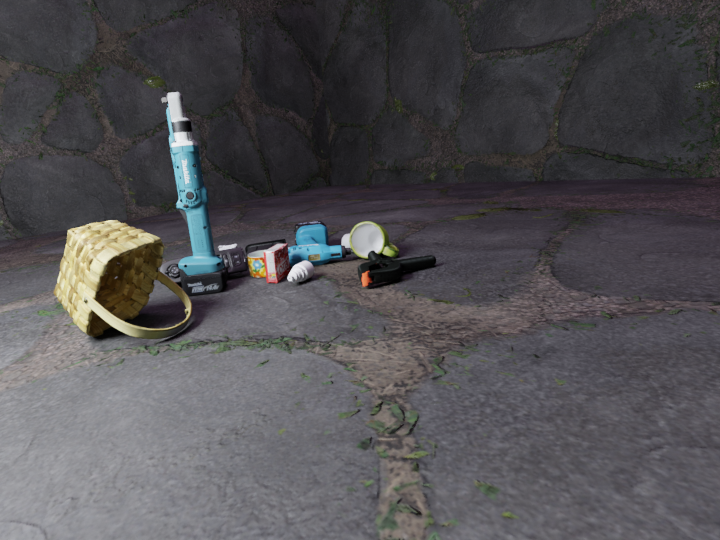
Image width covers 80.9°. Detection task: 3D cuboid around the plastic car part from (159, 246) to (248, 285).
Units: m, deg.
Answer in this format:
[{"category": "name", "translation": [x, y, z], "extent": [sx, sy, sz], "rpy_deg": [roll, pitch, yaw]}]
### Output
[{"category": "plastic car part", "translation": [-0.380, -0.005, 1.019], "extent": [0.196, 0.068, 0.068], "rpy_deg": [-11, -14, -25]}]

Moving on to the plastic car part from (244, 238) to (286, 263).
[{"category": "plastic car part", "translation": [-0.251, -0.035, 1.105], "extent": [0.118, 0.064, 0.072], "rpy_deg": [-7, 28, 8]}]

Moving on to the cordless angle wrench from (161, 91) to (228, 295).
[{"category": "cordless angle wrench", "translation": [-0.360, -0.160, 0.904], "extent": [0.097, 0.416, 0.076], "rpy_deg": [-6, 12, -5]}]

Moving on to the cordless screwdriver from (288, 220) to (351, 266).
[{"category": "cordless screwdriver", "translation": [-0.113, -0.074, 1.158], "extent": [0.159, 0.073, 0.254], "rpy_deg": [-6, 19, -2]}]
